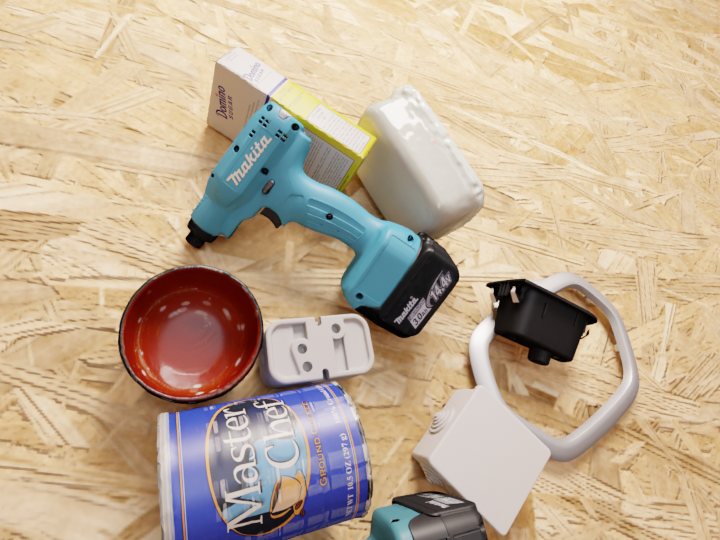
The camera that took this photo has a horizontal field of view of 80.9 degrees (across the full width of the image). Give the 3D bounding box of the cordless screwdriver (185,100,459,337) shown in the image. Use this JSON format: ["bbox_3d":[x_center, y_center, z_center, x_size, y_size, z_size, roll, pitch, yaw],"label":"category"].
[{"bbox_3d":[-0.041,-0.027,0.418,0.246,0.075,0.159,38,100,-6],"label":"cordless screwdriver"}]

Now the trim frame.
[{"bbox_3d":[0.228,0.097,0.490,0.243,0.027,0.188,-26,78,-24],"label":"trim frame"}]

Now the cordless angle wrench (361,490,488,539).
[{"bbox_3d":[-0.113,0.237,0.287,0.413,0.098,0.076,-4,70,-15],"label":"cordless angle wrench"}]

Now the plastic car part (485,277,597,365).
[{"bbox_3d":[0.193,0.063,0.454,0.115,0.067,0.071,28,77,-9],"label":"plastic car part"}]
